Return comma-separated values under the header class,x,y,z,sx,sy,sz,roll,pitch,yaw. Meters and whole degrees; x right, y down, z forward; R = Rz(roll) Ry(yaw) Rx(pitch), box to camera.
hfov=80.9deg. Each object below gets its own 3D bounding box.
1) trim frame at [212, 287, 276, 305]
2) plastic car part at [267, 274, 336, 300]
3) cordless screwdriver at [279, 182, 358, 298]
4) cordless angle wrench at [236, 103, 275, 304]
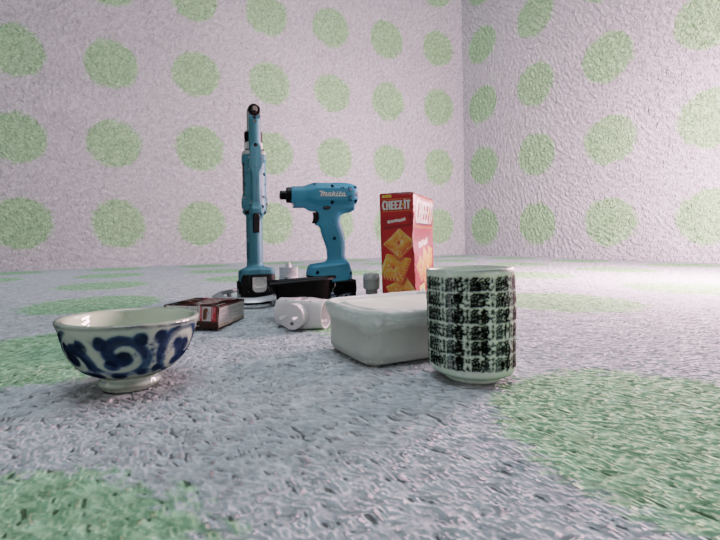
class,x,y,z,sx,sy,sz,roll,pitch,yaw
trim frame,-0.209,0.052,0.931,0.193,0.027,0.238,2,5,33
plastic car part,-0.095,0.045,0.705,0.114,0.071,0.067,-2,2,-11
cordless screwdriver,-0.084,-0.055,0.864,0.157,0.248,0.075,-1,1,-10
cordless angle wrench,-0.228,-0.143,0.910,0.072,0.422,0.101,-1,1,-21
